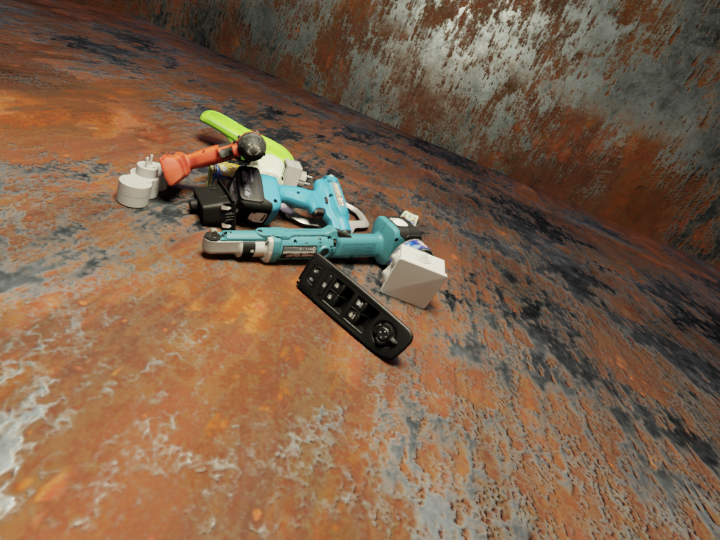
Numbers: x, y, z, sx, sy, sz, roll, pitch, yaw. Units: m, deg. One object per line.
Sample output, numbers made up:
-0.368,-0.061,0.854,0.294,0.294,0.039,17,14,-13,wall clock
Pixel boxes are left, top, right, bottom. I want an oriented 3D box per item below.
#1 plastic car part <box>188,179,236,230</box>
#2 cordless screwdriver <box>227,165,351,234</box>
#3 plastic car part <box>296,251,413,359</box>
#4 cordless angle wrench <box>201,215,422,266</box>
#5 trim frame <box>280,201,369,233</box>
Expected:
-0.274,-0.119,0.771,0.068,0.064,0.123,-12,37,-29,plastic car part
-0.131,-0.122,0.837,0.238,0.075,0.165,-2,61,-32,cordless screwdriver
-0.006,0.057,0.644,0.214,0.066,0.063,38,3,31,plastic car part
-0.075,-0.049,0.763,0.405,0.097,0.078,-3,36,-33,cordless angle wrench
-0.090,-0.139,0.978,0.237,0.027,0.195,-1,34,-42,trim frame
